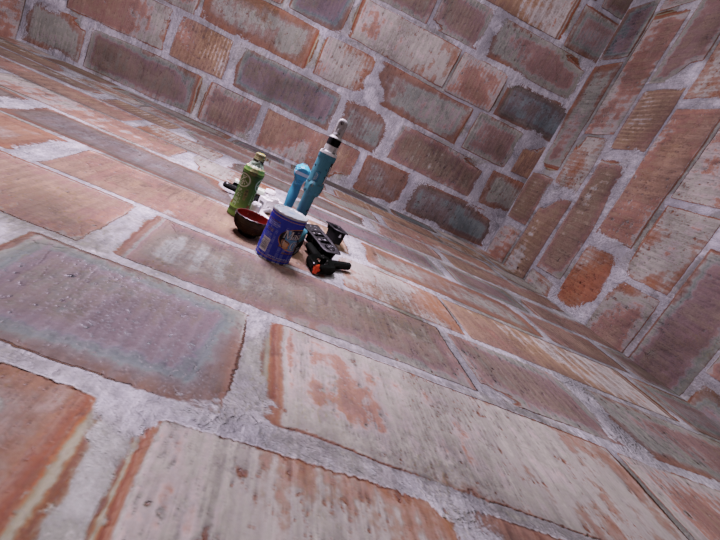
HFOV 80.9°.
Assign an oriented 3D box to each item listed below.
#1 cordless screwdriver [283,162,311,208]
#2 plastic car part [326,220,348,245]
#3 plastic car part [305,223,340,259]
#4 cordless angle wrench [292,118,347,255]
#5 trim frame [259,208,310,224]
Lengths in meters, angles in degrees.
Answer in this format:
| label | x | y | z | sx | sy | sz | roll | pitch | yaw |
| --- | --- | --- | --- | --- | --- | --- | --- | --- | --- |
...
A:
| label | x | y | z | sx | sy | sz | roll | pitch | yaw |
| --- | --- | --- | --- | --- | --- | --- | --- | --- | --- |
| cordless screwdriver | -0.233 | -0.238 | 1.402 | 0.073 | 0.248 | 0.163 | 23 | 15 | -15 |
| plastic car part | -0.098 | -0.132 | 1.596 | 0.063 | 0.070 | 0.122 | 19 | 17 | -26 |
| plastic car part | -0.137 | -0.090 | 1.403 | 0.063 | 0.067 | 0.215 | 14 | 19 | -38 |
| cordless angle wrench | -0.139 | -0.248 | 1.255 | 0.075 | 0.421 | 0.097 | 28 | 15 | 3 |
| trim frame | -0.264 | -0.175 | 1.561 | 0.239 | 0.027 | 0.192 | 19 | 17 | -22 |
